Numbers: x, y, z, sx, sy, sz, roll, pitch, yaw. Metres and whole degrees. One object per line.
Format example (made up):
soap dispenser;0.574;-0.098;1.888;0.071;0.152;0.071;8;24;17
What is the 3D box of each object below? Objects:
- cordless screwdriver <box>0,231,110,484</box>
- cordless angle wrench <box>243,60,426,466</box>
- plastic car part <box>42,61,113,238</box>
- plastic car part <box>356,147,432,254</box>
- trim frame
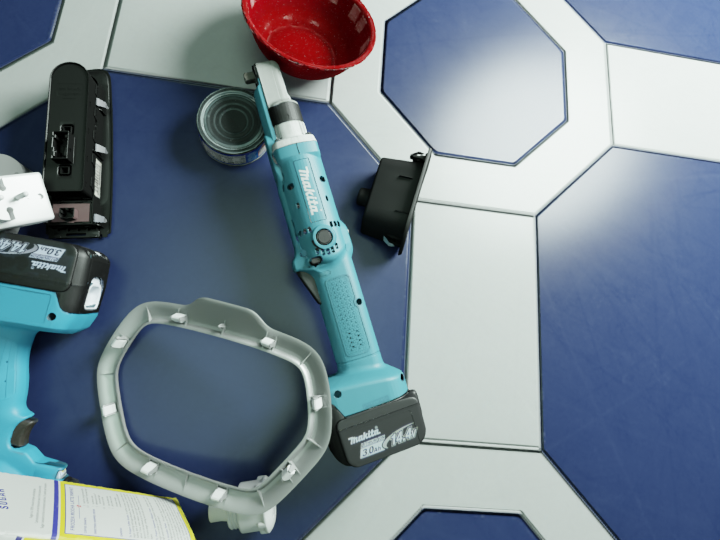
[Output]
cordless screwdriver;-0.305;0.096;0.400;0.158;0.074;0.250;15;80;-5
cordless angle wrench;-0.044;-0.029;0.446;0.096;0.075;0.427;-16;83;-12
plastic car part;-0.312;-0.139;0.458;0.066;0.066;0.206;-4;76;-3
plastic car part;0.034;-0.085;0.493;0.072;0.064;0.117;19;79;10
trim frame;-0.148;0.121;0.403;0.255;0.027;0.185;13;84;15
